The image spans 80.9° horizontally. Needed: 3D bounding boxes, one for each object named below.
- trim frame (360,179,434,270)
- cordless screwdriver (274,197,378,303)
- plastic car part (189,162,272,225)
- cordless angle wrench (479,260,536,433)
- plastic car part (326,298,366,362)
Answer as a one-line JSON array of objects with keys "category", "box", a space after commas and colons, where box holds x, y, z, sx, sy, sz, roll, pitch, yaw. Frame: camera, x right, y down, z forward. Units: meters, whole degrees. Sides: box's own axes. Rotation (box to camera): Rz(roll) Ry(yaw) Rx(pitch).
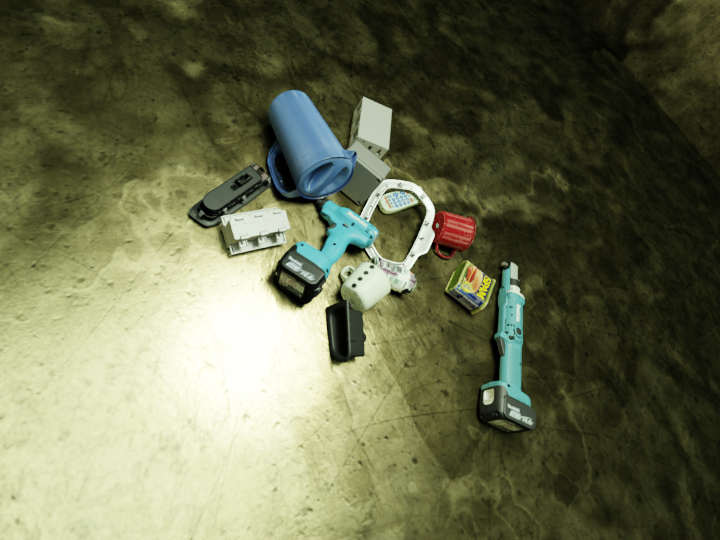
[{"category": "trim frame", "box": [0.093, -0.113, 1.011, 0.181, 0.028, 0.249, 33, 63, -10]}, {"category": "cordless screwdriver", "box": [-0.087, -0.057, 0.889, 0.164, 0.073, 0.245, 35, 51, 13]}, {"category": "plastic car part", "box": [-0.261, -0.163, 0.876, 0.066, 0.068, 0.201, 47, 57, -7]}, {"category": "cordless angle wrench", "box": [0.348, 0.151, 0.987, 0.096, 0.075, 0.428, 26, 53, -13]}, {"category": "plastic car part", "box": [-0.020, 0.124, 0.838, 0.067, 0.068, 0.119, 10, 64, -39]}]
